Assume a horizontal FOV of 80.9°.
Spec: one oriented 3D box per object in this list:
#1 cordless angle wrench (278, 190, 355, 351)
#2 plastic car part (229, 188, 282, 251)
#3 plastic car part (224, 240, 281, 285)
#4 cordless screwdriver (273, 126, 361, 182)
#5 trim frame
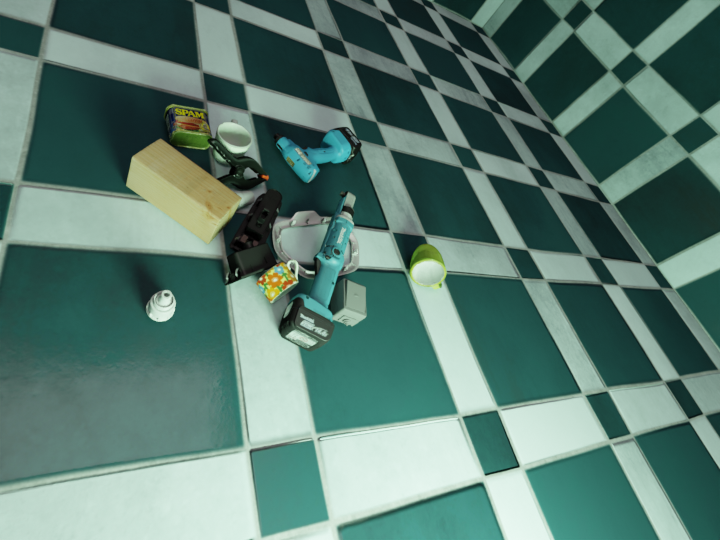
[{"bbox_3d":[-0.068,-0.029,0.948,0.095,0.075,0.429,28,50,-16],"label":"cordless angle wrench"},{"bbox_3d":[-0.226,-0.120,0.958,0.065,0.067,0.206,24,43,-10],"label":"plastic car part"},{"bbox_3d":[-0.225,-0.023,0.861,0.113,0.068,0.070,-29,97,-46],"label":"plastic car part"},{"bbox_3d":[-0.122,-0.352,1.204,0.162,0.075,0.243,48,48,8],"label":"cordless screwdriver"},{"bbox_3d":[-0.100,-0.065,1.021,0.238,0.028,0.191,-11,62,-37],"label":"trim frame"}]
